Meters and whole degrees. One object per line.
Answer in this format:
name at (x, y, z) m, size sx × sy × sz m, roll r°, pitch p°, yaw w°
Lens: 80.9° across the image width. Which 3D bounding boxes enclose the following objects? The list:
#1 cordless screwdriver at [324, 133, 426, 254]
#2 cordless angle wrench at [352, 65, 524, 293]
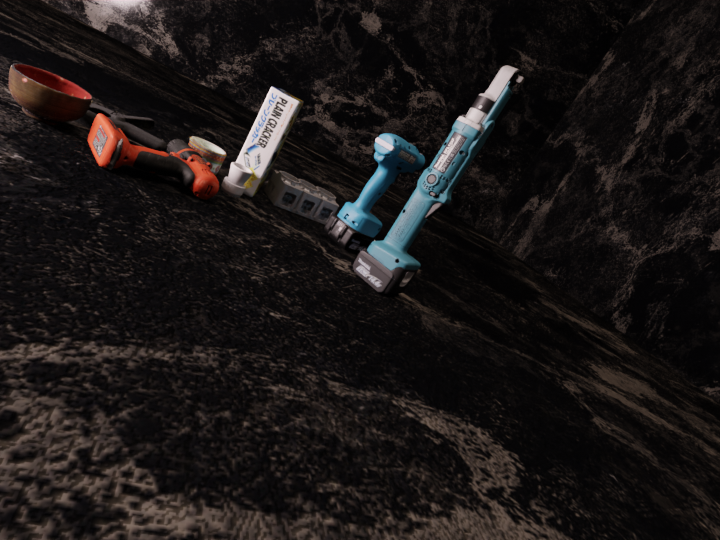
cordless screwdriver at (0.040, -0.153, 0.885) m, size 0.078 × 0.248 × 0.151 m, roll 43°, pitch 20°, yaw 33°
cordless angle wrench at (0.134, -0.150, 0.730) m, size 0.103 × 0.422 × 0.071 m, roll 41°, pitch 19°, yaw 29°
